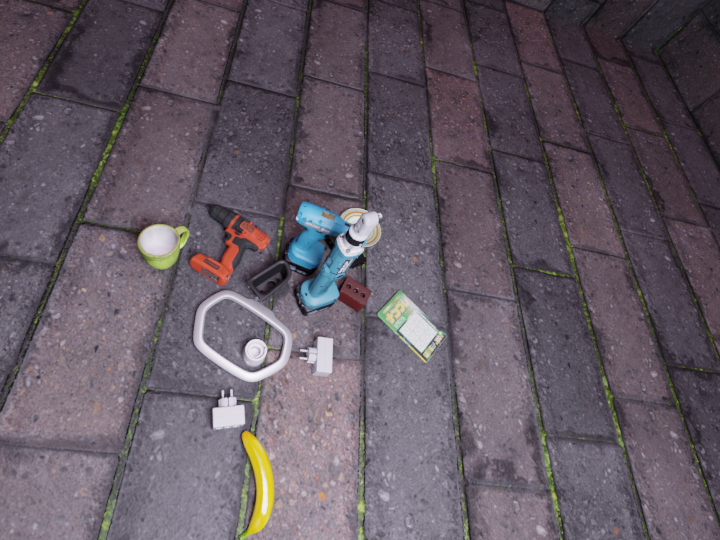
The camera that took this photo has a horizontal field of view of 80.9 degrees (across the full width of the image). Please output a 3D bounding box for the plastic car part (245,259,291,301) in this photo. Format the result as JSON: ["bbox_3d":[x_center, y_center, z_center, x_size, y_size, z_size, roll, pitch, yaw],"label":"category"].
[{"bbox_3d":[-0.227,0.031,1.064,0.114,0.071,0.067,-37,80,-31],"label":"plastic car part"}]

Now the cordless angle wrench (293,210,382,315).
[{"bbox_3d":[-0.055,-0.010,0.932,0.095,0.423,0.076,-15,72,-28],"label":"cordless angle wrench"}]

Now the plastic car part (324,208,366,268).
[{"bbox_3d":[-0.065,-0.087,1.182,0.064,0.067,0.209,-22,71,-28],"label":"plastic car part"}]

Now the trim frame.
[{"bbox_3d":[-0.279,0.152,1.006,0.249,0.027,0.184,31,58,1],"label":"trim frame"}]

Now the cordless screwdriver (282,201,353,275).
[{"bbox_3d":[-0.103,-0.067,1.052,0.157,0.249,0.075,23,59,-9],"label":"cordless screwdriver"}]
